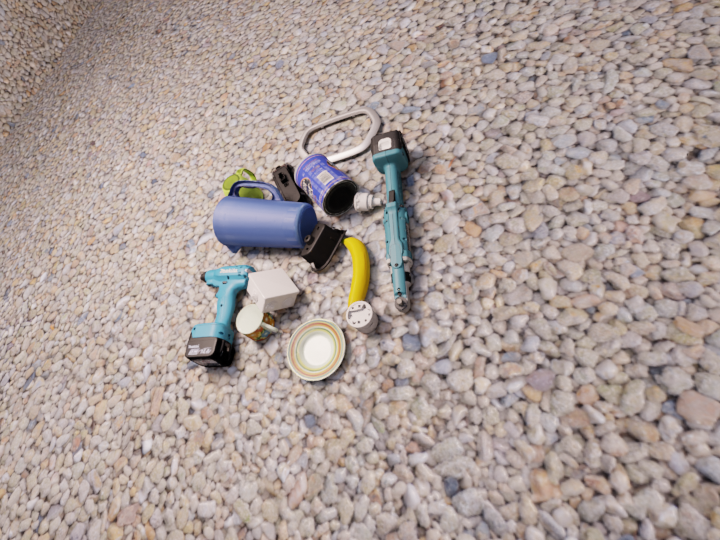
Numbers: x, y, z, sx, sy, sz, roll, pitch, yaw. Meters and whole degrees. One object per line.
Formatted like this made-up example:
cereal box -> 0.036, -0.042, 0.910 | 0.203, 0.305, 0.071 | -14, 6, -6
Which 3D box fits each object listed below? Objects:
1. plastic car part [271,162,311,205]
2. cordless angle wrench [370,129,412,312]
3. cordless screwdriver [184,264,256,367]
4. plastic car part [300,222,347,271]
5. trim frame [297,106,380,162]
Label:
plastic car part -> -0.188, -0.222, 1.124 | 0.066, 0.064, 0.213 | -29, 56, -1
cordless angle wrench -> 0.077, -0.114, 0.921 | 0.076, 0.093, 0.434 | -12, 63, 19
cordless screwdriver -> -0.351, 0.100, 1.015 | 0.165, 0.070, 0.253 | -5, 57, 24
plastic car part -> -0.095, -0.062, 0.972 | 0.069, 0.067, 0.117 | 7, 63, 52
trim frame -> -0.063, -0.371, 1.165 | 0.255, 0.026, 0.189 | -15, 59, 20
